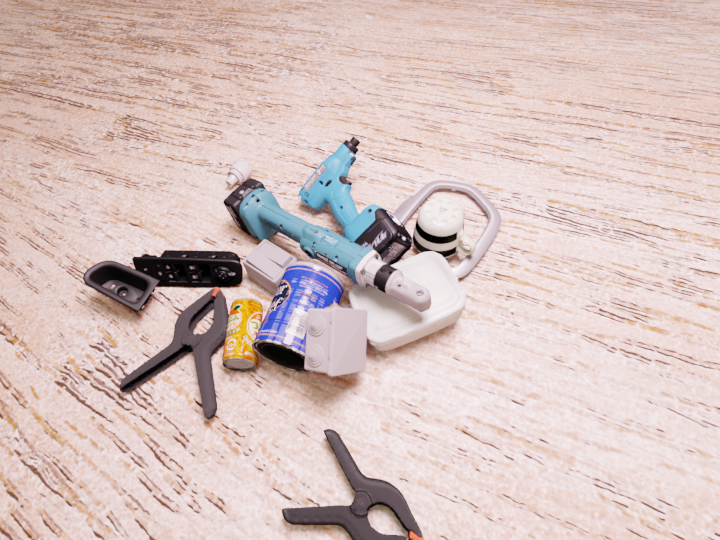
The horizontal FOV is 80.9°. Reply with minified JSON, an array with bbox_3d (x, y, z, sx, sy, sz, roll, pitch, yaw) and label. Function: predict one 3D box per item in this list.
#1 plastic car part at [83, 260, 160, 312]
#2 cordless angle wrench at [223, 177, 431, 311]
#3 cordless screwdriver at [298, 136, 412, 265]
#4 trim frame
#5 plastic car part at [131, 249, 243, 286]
[{"bbox_3d":[-0.420,0.033,0.750,0.117,0.070,0.066,24,58,3],"label":"plastic car part"},{"bbox_3d":[-0.068,-0.045,0.699,0.447,0.093,0.074,28,64,35],"label":"cordless angle wrench"},{"bbox_3d":[-0.003,-0.125,0.765,0.160,0.070,0.262,-49,55,16],"label":"cordless screwdriver"},{"bbox_3d":[0.145,-0.079,0.778,0.192,0.026,0.247,28,65,24],"label":"trim frame"},{"bbox_3d":[-0.305,-0.006,0.773,0.207,0.064,0.068,3,30,11],"label":"plastic car part"}]
